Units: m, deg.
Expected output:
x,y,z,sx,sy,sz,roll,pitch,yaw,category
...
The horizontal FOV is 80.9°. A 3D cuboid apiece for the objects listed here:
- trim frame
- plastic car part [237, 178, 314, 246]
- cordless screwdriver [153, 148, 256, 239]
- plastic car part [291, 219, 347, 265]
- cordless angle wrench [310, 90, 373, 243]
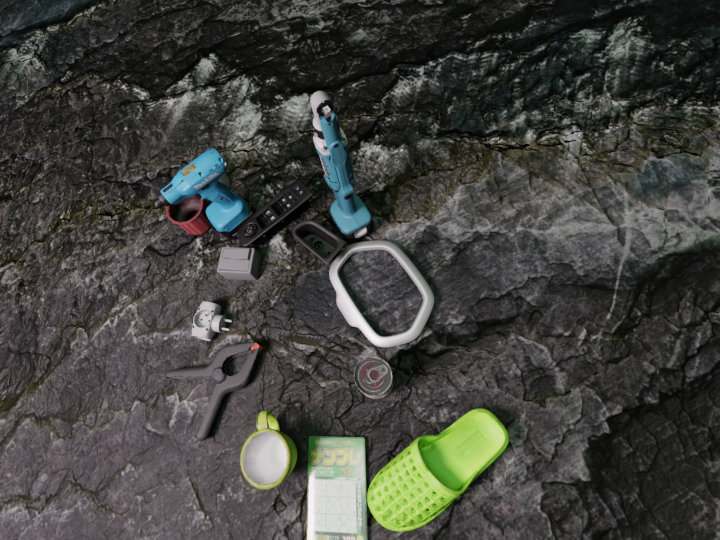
x,y,z,sx,sy,sz,roll,pitch,yaw,category
0.039,0.042,0.892,0.183,0.026,0.259,-33,66,-4,trim frame
-0.199,-0.126,0.987,0.202,0.065,0.069,-38,68,-6,plastic car part
-0.329,-0.145,0.924,0.158,0.240,0.077,-39,70,-8,cordless screwdriver
-0.092,-0.060,0.936,0.121,0.068,0.066,37,78,21,plastic car part
-0.039,-0.178,0.789,0.074,0.408,0.102,-28,69,-4,cordless angle wrench
